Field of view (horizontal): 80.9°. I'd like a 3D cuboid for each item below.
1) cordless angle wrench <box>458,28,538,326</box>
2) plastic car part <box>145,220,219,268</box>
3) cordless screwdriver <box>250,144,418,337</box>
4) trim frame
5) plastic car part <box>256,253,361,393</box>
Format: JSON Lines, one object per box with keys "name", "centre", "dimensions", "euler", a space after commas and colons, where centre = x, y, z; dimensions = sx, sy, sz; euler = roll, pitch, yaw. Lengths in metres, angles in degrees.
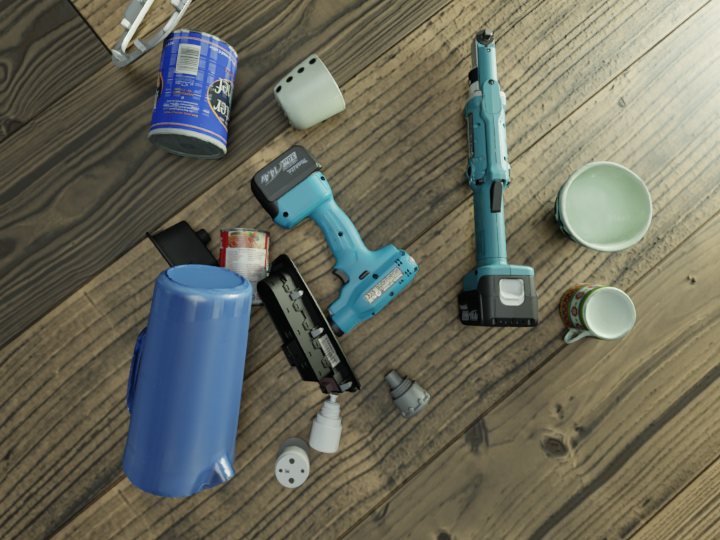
{"name": "cordless angle wrench", "centre": [0.179, -0.137, 0.590], "dimensions": [0.074, 0.097, 0.427], "euler": [1, 80, -4]}
{"name": "plastic car part", "centre": [-0.240, -0.026, 0.591], "dimensions": [0.070, 0.066, 0.118], "euler": [-34, 84, -20]}
{"name": "cordless screwdriver", "centre": [-0.057, -0.037, 0.582], "dimensions": [0.159, 0.074, 0.249], "euler": [-42, 90, -4]}
{"name": "trim frame", "centre": [-0.276, -0.389, 0.592], "dimensions": [0.195, 0.026, 0.249], "euler": [18, 81, 40]}
{"name": "plastic car part", "centre": [-0.078, 0.078, 0.552], "dimensions": [0.065, 0.068, 0.202], "euler": [-25, 93, -32]}
